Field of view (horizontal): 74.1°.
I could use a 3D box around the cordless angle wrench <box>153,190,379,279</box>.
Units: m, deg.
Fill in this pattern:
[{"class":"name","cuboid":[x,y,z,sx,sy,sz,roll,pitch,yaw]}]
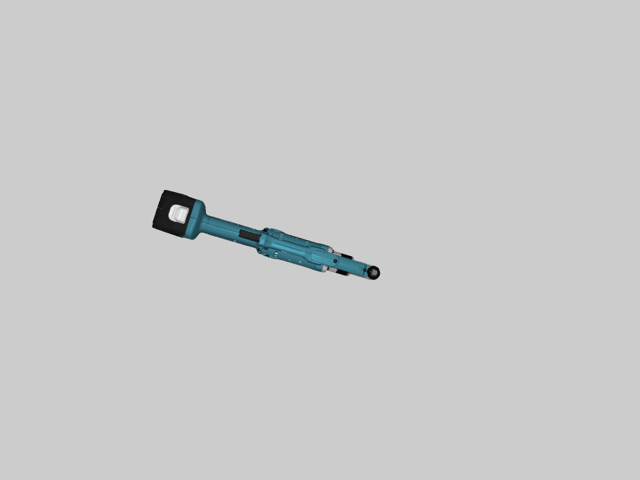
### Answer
[{"class":"cordless angle wrench","cuboid":[-0.091,0.006,0.800,0.423,0.074,0.098,17,-6,-4]}]
